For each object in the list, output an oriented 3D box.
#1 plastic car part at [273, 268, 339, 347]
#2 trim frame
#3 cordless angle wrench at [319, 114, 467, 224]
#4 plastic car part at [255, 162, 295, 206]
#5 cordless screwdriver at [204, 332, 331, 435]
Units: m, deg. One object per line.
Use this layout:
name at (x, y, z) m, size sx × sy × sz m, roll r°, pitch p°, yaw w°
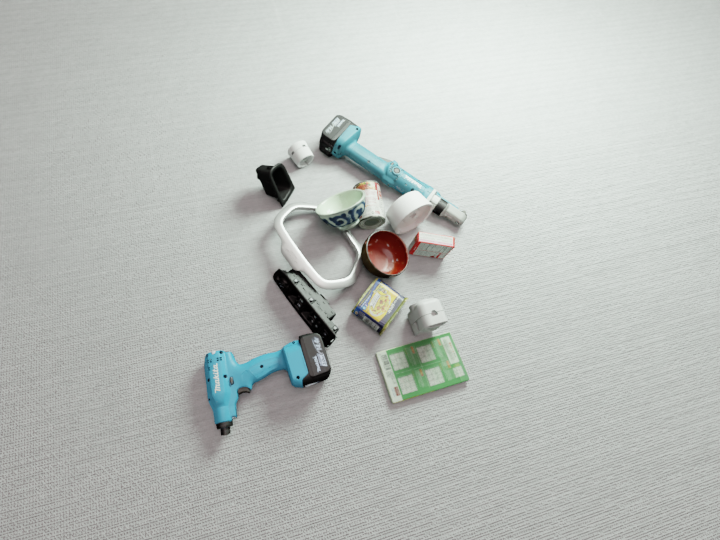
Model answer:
plastic car part at (-0.114, 0.067, 0.928) m, size 0.066 × 0.066 × 0.208 m, roll -37°, pitch 74°, yaw -30°
trim frame at (-0.096, -0.063, 0.986) m, size 0.179 × 0.027 × 0.255 m, roll -28°, pitch 73°, yaw -33°
cordless angle wrench at (0.085, -0.244, 1.084) m, size 0.430 × 0.073 × 0.097 m, roll 36°, pitch 68°, yaw 8°
plastic car part at (-0.216, -0.220, 1.028) m, size 0.074 × 0.111 × 0.066 m, roll 16°, pitch 64°, yaw 24°
cordless screwdriver at (-0.182, 0.222, 0.848) m, size 0.246 × 0.073 × 0.164 m, roll -12°, pitch 68°, yaw -7°
